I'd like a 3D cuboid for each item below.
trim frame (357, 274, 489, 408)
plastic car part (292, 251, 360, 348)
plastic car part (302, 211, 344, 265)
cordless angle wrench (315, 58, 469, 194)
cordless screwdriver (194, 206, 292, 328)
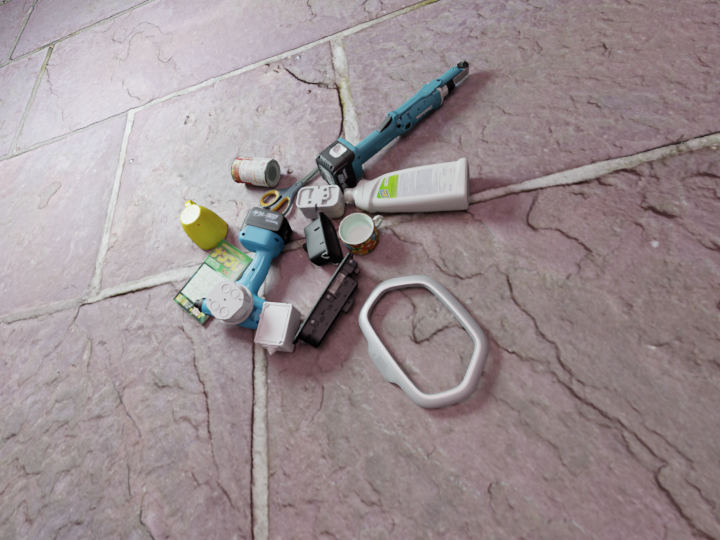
[{"bbox_3d":[0.102,0.114,0.738,0.184,0.026,0.261,-37,59,-2],"label":"trim frame"},{"bbox_3d":[-0.056,0.066,0.805,0.068,0.066,0.202,36,77,3],"label":"plastic car part"},{"bbox_3d":[-0.086,-0.056,0.881,0.072,0.062,0.121,-31,54,18],"label":"plastic car part"},{"bbox_3d":[0.088,-0.336,0.950,0.421,0.093,0.078,-40,59,-8],"label":"cordless angle wrench"},{"bbox_3d":[-0.244,-0.010,0.892,0.163,0.072,0.252,8,70,13],"label":"cordless screwdriver"}]
